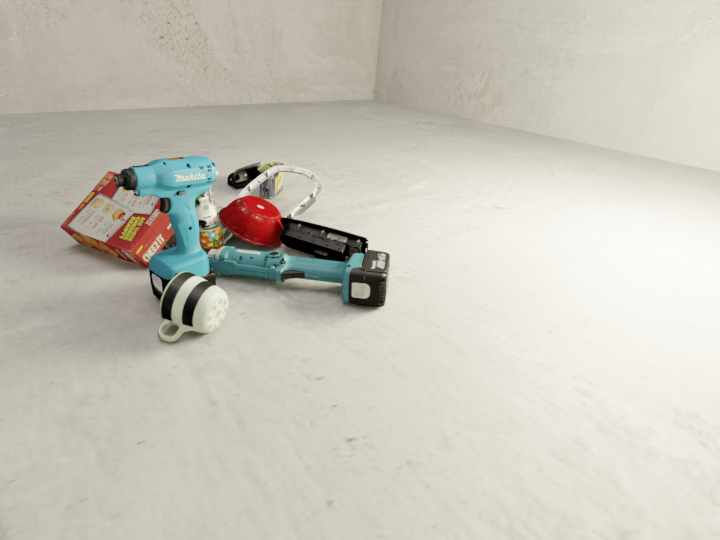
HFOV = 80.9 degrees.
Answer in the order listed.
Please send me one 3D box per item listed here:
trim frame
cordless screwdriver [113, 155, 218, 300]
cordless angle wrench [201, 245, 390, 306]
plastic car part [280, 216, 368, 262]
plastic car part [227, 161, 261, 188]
[{"bbox_3d":[-0.205,-0.204,1.111,0.190,0.027,0.246,30,52,15],"label":"trim frame"},{"bbox_3d":[-0.312,-0.058,0.689,0.078,0.244,0.154,23,27,32],"label":"cordless screwdriver"},{"bbox_3d":[-0.161,-0.007,0.797,0.432,0.072,0.098,6,28,11],"label":"cordless angle wrench"},{"bbox_3d":[-0.088,-0.057,0.899,0.210,0.064,0.067,21,61,19],"label":"plastic car part"},{"bbox_3d":[-0.370,-0.294,1.323,0.075,0.064,0.113,10,28,45],"label":"plastic car part"}]
